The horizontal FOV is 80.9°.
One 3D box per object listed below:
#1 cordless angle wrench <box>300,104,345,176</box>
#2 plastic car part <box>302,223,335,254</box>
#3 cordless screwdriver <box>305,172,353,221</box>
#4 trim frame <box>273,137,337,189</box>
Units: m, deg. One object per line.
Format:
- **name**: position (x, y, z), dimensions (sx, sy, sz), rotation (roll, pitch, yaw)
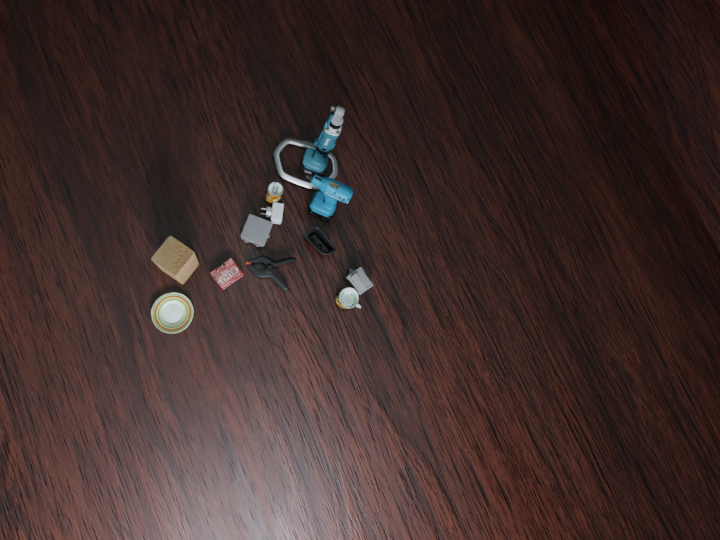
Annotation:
- **cordless angle wrench**: position (-0.116, -0.421, 1.388), dimensions (0.096, 0.428, 0.075), rotation (18, 77, -13)
- **plastic car part**: position (-0.146, -0.096, 1.496), dimensions (0.065, 0.071, 0.117), rotation (-41, 90, -18)
- **cordless screwdriver**: position (-0.131, -0.254, 1.440), dimensions (0.157, 0.251, 0.075), rotation (26, 75, -10)
- **trim frame**: position (-0.203, -0.399, 1.573), dimensions (0.245, 0.028, 0.186), rotation (17, 75, -8)
